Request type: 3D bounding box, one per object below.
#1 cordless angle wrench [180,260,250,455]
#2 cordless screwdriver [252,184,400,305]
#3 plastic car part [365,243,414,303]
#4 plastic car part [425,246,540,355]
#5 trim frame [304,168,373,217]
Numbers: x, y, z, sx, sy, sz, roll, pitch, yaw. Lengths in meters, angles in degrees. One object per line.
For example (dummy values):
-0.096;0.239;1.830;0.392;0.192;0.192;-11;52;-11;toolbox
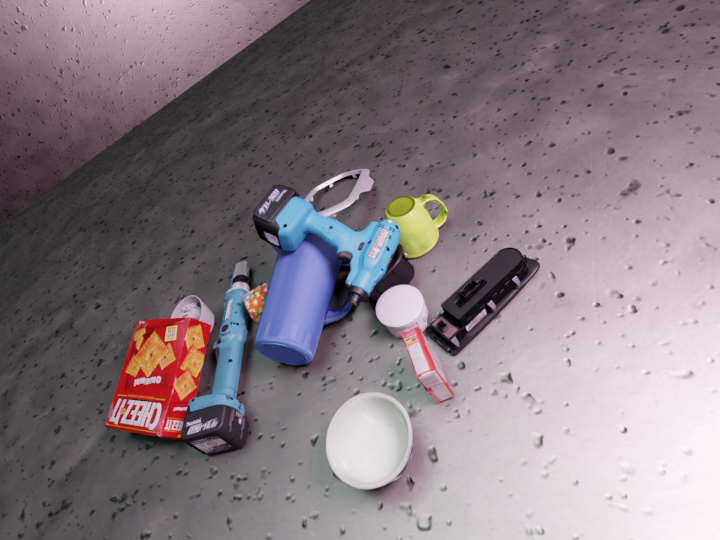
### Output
-0.257;0.132;0.842;0.100;0.070;0.438;-21;42;14;cordless angle wrench
-0.071;-0.047;0.731;0.257;0.072;0.160;20;63;16;cordless screwdriver
0.050;0.019;0.744;0.117;0.068;0.068;-41;25;9;plastic car part
0.187;0.033;0.656;0.202;0.064;0.070;-39;35;-8;plastic car part
-0.060;-0.175;0.979;0.189;0.026;0.250;-15;28;23;trim frame
